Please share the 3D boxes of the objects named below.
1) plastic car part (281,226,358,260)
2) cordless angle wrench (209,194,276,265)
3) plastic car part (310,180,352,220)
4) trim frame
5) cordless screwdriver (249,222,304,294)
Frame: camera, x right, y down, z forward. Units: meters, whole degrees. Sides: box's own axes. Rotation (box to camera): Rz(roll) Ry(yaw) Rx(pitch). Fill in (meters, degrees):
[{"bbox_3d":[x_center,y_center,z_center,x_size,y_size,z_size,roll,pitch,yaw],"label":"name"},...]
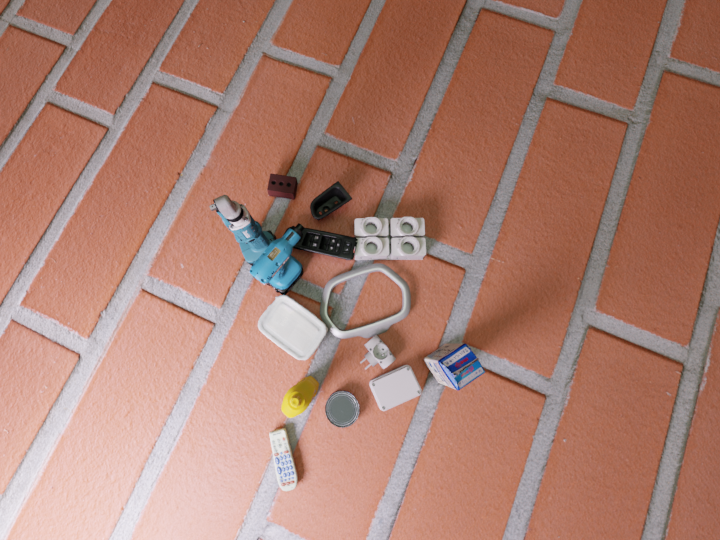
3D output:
[{"bbox_3d":[-0.113,-0.074,1.151,0.205,0.066,0.067,13,78,6],"label":"plastic car part"},{"bbox_3d":[-0.264,-0.092,0.984,0.097,0.417,0.076,-24,81,-6],"label":"cordless angle wrench"},{"bbox_3d":[-0.089,-0.181,1.174,0.116,0.070,0.067,-37,80,-6],"label":"plastic car part"},{"bbox_3d":[0.012,0.084,1.126,0.248,0.027,0.188,-19,76,-2],"label":"trim frame"},{"bbox_3d":[-0.188,-0.025,1.052,0.075,0.245,0.159,38,81,5],"label":"cordless screwdriver"}]
